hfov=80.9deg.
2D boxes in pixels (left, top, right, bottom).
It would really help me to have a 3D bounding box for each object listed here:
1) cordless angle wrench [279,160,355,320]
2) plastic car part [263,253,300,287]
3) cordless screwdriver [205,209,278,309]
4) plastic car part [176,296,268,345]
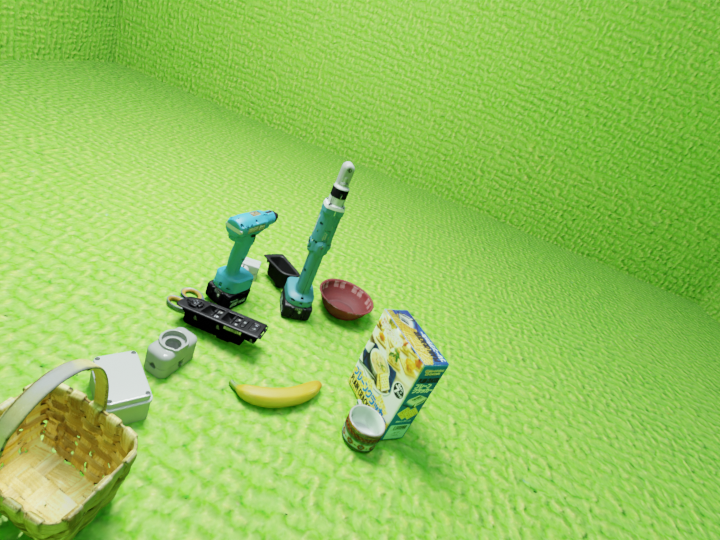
[{"bbox_3d":[-0.101,-0.066,1.028,0.072,0.419,0.102,15,28,-20],"label":"cordless angle wrench"},{"bbox_3d":[-0.224,0.010,1.185,0.063,0.070,0.123,-2,35,-41],"label":"plastic car part"},{"bbox_3d":[-0.282,-0.034,1.029,0.077,0.247,0.155,32,27,15],"label":"cordless screwdriver"},{"bbox_3d":[-0.310,0.114,0.934,0.205,0.066,0.066,24,26,5],"label":"plastic car part"}]
